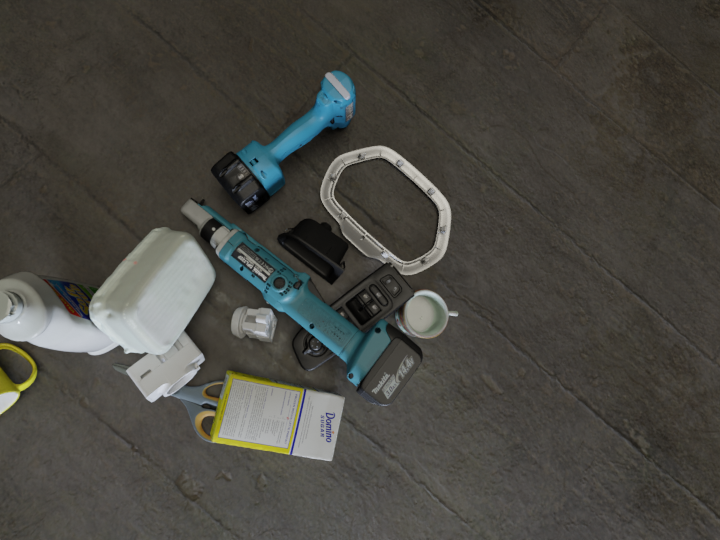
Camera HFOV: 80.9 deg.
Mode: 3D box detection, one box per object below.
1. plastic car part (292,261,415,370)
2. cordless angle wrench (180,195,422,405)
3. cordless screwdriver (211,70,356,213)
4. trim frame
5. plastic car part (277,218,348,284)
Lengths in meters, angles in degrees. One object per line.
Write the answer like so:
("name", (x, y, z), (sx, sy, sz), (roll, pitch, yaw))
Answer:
("plastic car part", (-0.018, 0.072, 0.653), (0.201, 0.067, 0.067), (-37, 86, -10))
("cordless angle wrench", (-0.110, 0.023, 0.614), (0.435, 0.072, 0.098), (37, 79, 15))
("cordless screwdriver", (-0.108, -0.196, 0.673), (0.249, 0.158, 0.075), (-40, 89, 1))
("trim frame", (0.048, -0.106, 0.722), (0.248, 0.028, 0.183), (43, 77, -1))
("plastic car part", (-0.066, -0.043, 0.679), (0.117, 0.066, 0.070), (39, 60, 2))
